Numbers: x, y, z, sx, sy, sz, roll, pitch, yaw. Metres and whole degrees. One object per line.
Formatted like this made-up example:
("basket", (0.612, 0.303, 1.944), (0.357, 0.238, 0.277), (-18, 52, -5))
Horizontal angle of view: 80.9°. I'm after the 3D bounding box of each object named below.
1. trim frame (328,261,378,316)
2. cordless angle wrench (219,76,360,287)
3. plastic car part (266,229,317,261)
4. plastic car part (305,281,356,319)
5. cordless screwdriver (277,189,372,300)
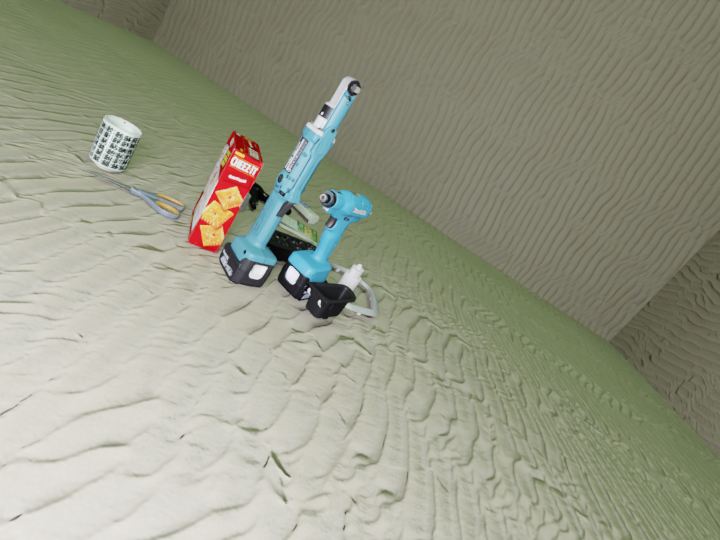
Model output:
("trim frame", (-0.036, 0.042, 1.052), (0.182, 0.027, 0.252), (30, 18, -9))
("cordless angle wrench", (-0.126, -0.158, 0.776), (0.070, 0.423, 0.103), (17, 25, -44))
("plastic car part", (-0.170, -0.047, 0.998), (0.192, 0.067, 0.070), (12, 27, -49))
("plastic car part", (-0.065, 0.068, 0.861), (0.110, 0.071, 0.069), (10, 29, -52))
("cordless screwdriver", (-0.084, -0.055, 0.862), (0.078, 0.249, 0.152), (42, 19, 23))
